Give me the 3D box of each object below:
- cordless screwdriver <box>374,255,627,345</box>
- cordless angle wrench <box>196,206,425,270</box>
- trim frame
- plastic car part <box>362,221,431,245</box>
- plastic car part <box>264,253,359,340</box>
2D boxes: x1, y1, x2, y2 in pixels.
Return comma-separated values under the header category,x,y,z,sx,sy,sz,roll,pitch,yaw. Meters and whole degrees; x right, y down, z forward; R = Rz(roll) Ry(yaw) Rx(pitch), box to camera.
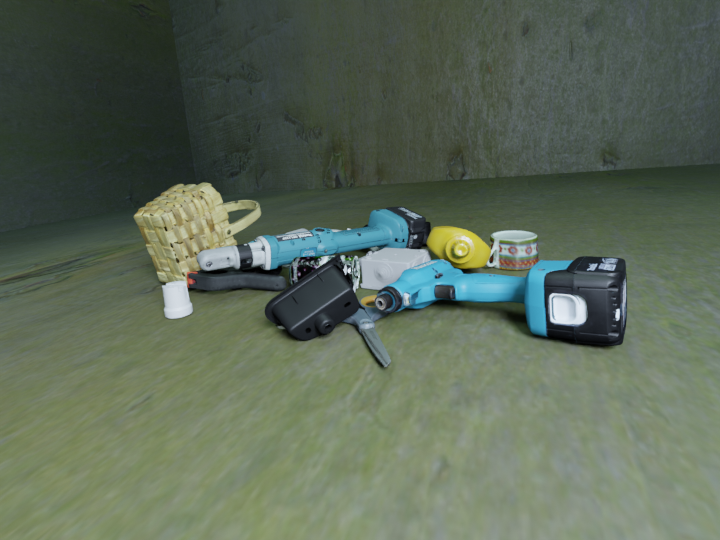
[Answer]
category,x,y,z,sx,sy,sz,roll,pitch,yaw
cordless screwdriver,0.150,0.028,0.484,0.261,0.073,0.153,4,14,41
cordless angle wrench,-0.073,-0.048,0.748,0.408,0.073,0.104,-12,30,-28
trim frame,-0.068,-0.045,0.843,0.194,0.027,0.240,22,31,34
plastic car part,0.072,-0.081,0.942,0.209,0.066,0.065,3,8,19
plastic car part,-0.049,0.045,0.508,0.115,0.063,0.075,-35,37,-14
